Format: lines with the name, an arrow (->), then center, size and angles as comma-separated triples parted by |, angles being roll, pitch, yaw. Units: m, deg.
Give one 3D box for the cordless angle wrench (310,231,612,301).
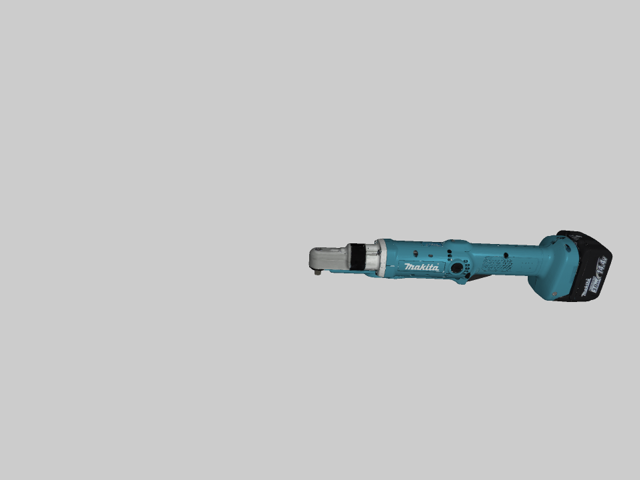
cordless angle wrench -> 0.195, 0.032, 0.627 | 0.423, 0.098, 0.074 | 2, 23, -2
